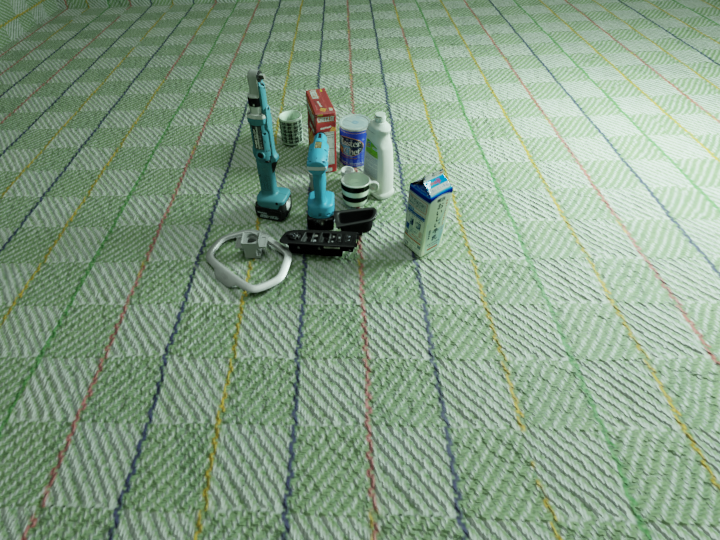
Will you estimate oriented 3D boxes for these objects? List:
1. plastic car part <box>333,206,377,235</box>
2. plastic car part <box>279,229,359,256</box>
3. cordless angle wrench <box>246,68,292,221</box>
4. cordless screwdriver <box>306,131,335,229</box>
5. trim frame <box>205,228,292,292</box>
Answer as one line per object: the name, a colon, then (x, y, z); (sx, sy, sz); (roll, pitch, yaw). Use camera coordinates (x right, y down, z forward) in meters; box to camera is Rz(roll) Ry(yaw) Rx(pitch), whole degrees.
plastic car part: (-0.012, -0.125, 1.143); (0.116, 0.068, 0.068); (-6, 47, -4)
plastic car part: (-0.108, -0.070, 1.101); (0.206, 0.065, 0.067); (7, 47, 9)
cordless angle wrench: (-0.248, -0.311, 1.098); (0.100, 0.409, 0.075); (13, 48, 10)
cordless screwdriver: (-0.107, -0.237, 1.136); (0.075, 0.241, 0.164); (1, 47, 0)
trim frame: (-0.291, -0.029, 1.099); (0.261, 0.026, 0.181); (31, 56, 28)
